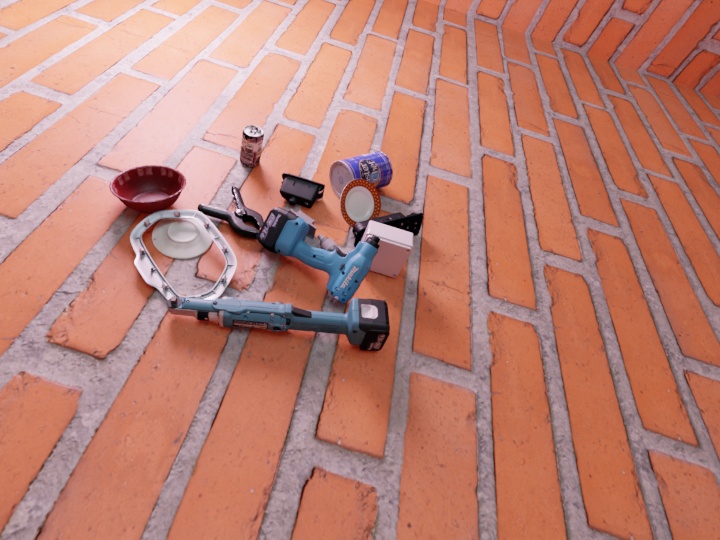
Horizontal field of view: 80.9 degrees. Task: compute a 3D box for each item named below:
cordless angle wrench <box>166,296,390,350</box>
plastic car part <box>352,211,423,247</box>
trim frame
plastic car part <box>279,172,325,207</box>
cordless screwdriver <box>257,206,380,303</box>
[{"bbox_3d":[-0.159,0.089,0.824,0.419,0.096,0.076,6,50,-5],"label":"cordless angle wrench"},{"bbox_3d":[0.061,-0.110,1.064,0.197,0.065,0.071,-19,50,-29],"label":"plastic car part"},{"bbox_3d":[-0.371,-0.035,0.884,0.180,0.027,0.256,-32,72,-26],"label":"trim frame"},{"bbox_3d":[-0.157,-0.197,1.083,0.117,0.065,0.072,17,63,2],"label":"plastic car part"},{"bbox_3d":[-0.090,-0.059,0.924,0.255,0.073,0.159,33,91,11],"label":"cordless screwdriver"}]
